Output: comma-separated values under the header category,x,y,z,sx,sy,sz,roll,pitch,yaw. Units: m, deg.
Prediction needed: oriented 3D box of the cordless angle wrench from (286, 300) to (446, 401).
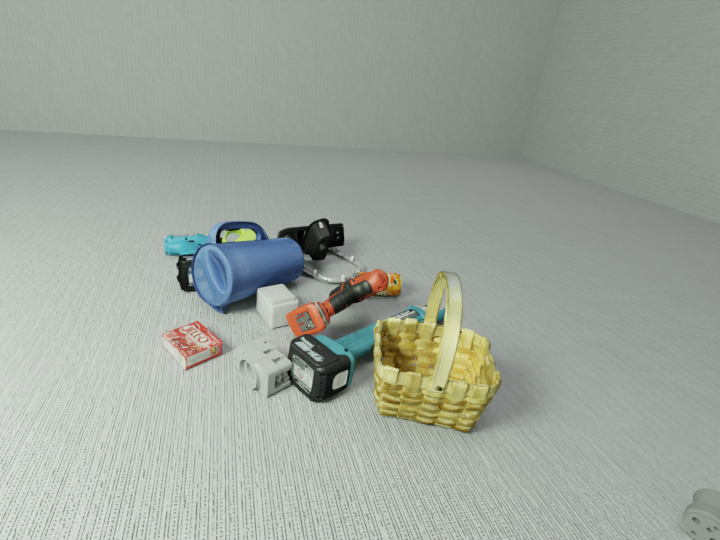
category,x,y,z,sx,sy,sz,roll,pitch,yaw
cordless angle wrench,0.049,0.122,0.810,0.406,0.073,0.104,-16,33,-42

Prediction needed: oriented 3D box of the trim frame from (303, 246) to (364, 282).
category,x,y,z,sx,sy,sz,roll,pitch,yaw
trim frame,-0.102,-0.026,1.138,0.177,0.027,0.263,-18,35,-39

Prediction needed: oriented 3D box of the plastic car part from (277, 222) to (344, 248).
category,x,y,z,sx,sy,sz,roll,pitch,yaw
plastic car part,-0.147,-0.097,1.187,0.196,0.065,0.070,-9,18,-28

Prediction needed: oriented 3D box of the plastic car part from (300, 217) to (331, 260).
category,x,y,z,sx,sy,sz,roll,pitch,yaw
plastic car part,-0.107,-0.070,1.095,0.064,0.115,0.074,-5,51,-27

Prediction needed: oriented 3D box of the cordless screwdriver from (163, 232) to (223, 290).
category,x,y,z,sx,sy,sz,roll,pitch,yaw
cordless screwdriver,-0.393,-0.037,1.050,0.154,0.073,0.262,-8,24,-27
